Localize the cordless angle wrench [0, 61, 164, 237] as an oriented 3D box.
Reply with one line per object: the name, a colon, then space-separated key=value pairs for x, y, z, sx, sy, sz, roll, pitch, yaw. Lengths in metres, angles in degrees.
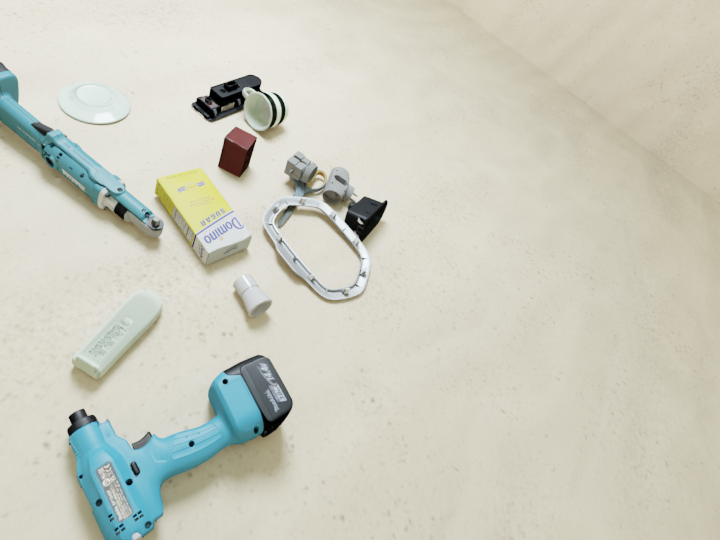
cordless angle wrench: x=-0.495 y=-0.194 z=0.704 sx=0.424 sy=0.098 sz=0.074 roll=39 pitch=46 yaw=1

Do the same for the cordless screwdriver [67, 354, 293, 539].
cordless screwdriver: x=-0.219 y=0.190 z=0.532 sx=0.242 sy=0.074 sz=0.164 roll=-29 pitch=70 yaw=-36

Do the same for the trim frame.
trim frame: x=-0.080 y=-0.052 z=0.820 sx=0.180 sy=0.028 sz=0.253 roll=-32 pitch=77 yaw=-38

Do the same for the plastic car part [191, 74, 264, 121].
plastic car part: x=-0.301 y=-0.419 z=0.998 sx=0.068 sy=0.066 sz=0.200 roll=35 pitch=43 yaw=9

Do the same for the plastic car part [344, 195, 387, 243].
plastic car part: x=0.004 y=-0.122 z=0.911 sx=0.073 sy=0.065 sz=0.116 roll=25 pitch=42 yaw=11
